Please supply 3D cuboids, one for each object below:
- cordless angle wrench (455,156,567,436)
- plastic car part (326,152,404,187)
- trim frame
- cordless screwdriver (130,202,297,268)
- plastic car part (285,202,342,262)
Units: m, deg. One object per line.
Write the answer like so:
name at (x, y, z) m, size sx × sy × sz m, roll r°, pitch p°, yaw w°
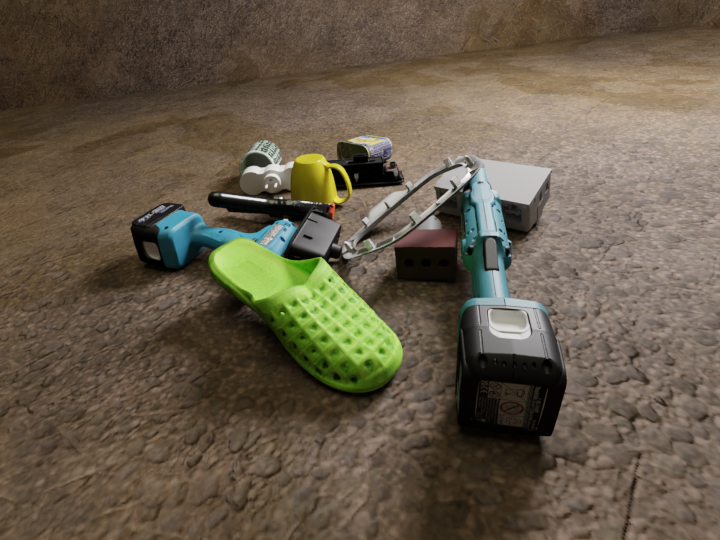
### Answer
cordless angle wrench at (0.147, -0.024, 0.494) m, size 0.076 × 0.094 × 0.429 m, roll 1°, pitch 37°, yaw 11°
plastic car part at (-0.016, -0.204, 0.872) m, size 0.205 × 0.064 × 0.068 m, roll -6°, pitch 38°, yaw 6°
trim frame at (0.070, -0.098, 0.620) m, size 0.247 × 0.027 × 0.190 m, roll -42°, pitch 17°, yaw -10°
cordless screwdriver at (-0.231, -0.032, 0.636) m, size 0.256 × 0.072 × 0.160 m, roll 8°, pitch 35°, yaw 16°
plastic car part at (-0.062, -0.040, 0.632) m, size 0.072 × 0.064 × 0.118 m, roll 13°, pitch 38°, yaw 4°
